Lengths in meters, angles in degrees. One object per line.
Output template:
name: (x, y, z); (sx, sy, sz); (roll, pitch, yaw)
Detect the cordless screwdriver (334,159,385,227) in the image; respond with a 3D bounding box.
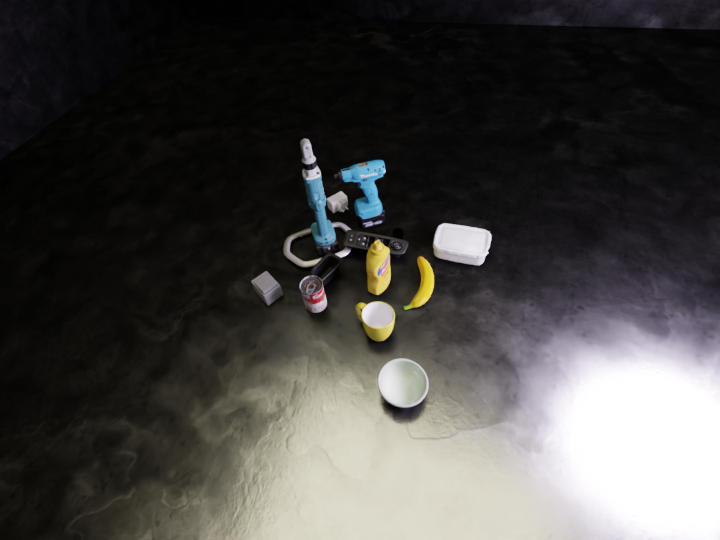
cordless screwdriver: (0.003, -0.250, 1.399); (0.159, 0.239, 0.077); (-10, 50, -1)

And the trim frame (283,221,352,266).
trim frame: (-0.140, -0.092, 1.433); (0.247, 0.026, 0.193); (-19, 50, -6)

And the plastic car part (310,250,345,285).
plastic car part: (-0.107, 0.008, 1.317); (0.069, 0.068, 0.115); (28, 60, 27)

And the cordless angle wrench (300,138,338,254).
cordless angle wrench: (-0.133, -0.215, 1.286); (0.074, 0.406, 0.102); (-15, 51, -7)

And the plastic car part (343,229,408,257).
plastic car part: (0.050, -0.077, 1.362); (0.209, 0.064, 0.067); (8, 52, 16)
